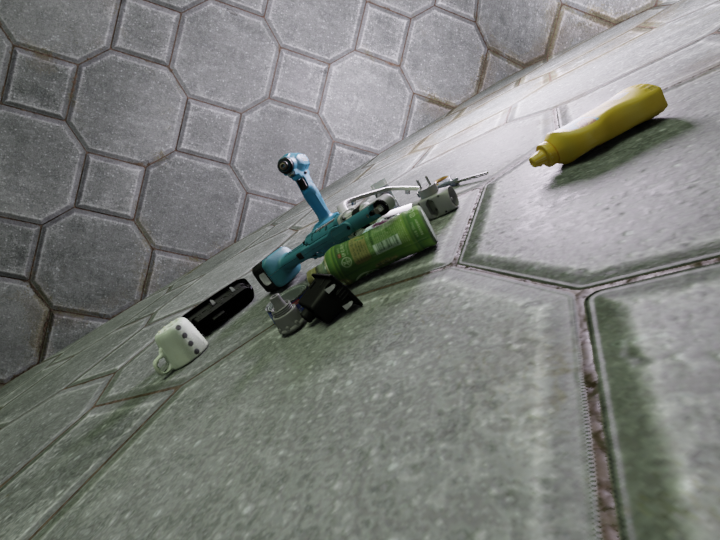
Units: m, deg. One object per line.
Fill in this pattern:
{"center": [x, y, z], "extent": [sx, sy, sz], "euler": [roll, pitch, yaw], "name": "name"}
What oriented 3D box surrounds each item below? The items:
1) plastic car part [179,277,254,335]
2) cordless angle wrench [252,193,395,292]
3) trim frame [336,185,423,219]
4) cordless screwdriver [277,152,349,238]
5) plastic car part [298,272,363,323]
{"center": [-0.319, 0.088, 0.960], "extent": [0.070, 0.064, 0.200], "euler": [0, 34, 47], "name": "plastic car part"}
{"center": [-0.081, -0.053, 0.824], "extent": [0.435, 0.073, 0.096], "euler": [-24, 15, 50], "name": "cordless angle wrench"}
{"center": [0.063, -0.145, 0.912], "extent": [0.241, 0.027, 0.195], "euler": [-22, 28, -33], "name": "trim frame"}
{"center": [-0.097, -0.139, 0.907], "extent": [0.075, 0.246, 0.159], "euler": [-28, 8, 11], "name": "cordless screwdriver"}
{"center": [-0.060, 0.047, 0.640], "extent": [0.070, 0.064, 0.120], "euler": [-50, 17, -16], "name": "plastic car part"}
